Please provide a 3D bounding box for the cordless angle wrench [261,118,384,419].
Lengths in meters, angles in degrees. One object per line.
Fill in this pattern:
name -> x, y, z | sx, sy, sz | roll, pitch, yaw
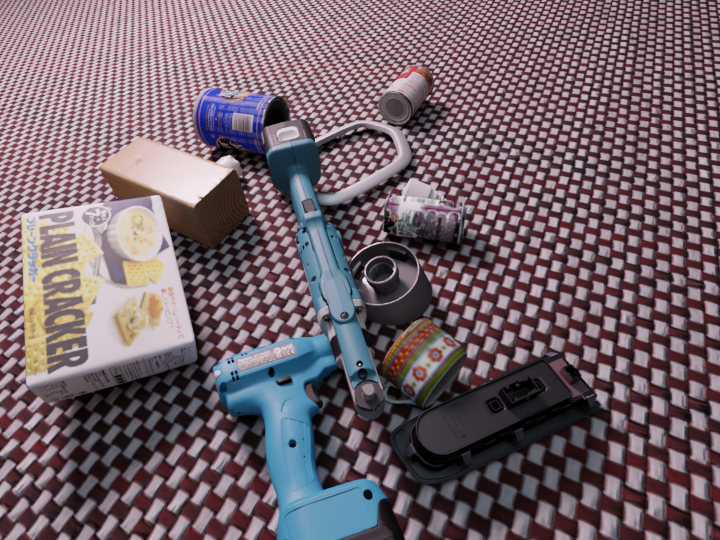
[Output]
cordless angle wrench -> -0.050, -0.032, 0.507 | 0.074, 0.094, 0.442 | -15, 50, -7

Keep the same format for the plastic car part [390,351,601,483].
plastic car part -> 0.128, 0.133, 0.394 | 0.201, 0.064, 0.069 | -22, 58, -8

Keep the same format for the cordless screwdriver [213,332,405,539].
cordless screwdriver -> -0.031, 0.163, 0.384 | 0.155, 0.072, 0.262 | -16, 45, -19

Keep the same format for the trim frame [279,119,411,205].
trim frame -> -0.031, -0.185, 0.708 | 0.245, 0.026, 0.194 | -34, 54, -17
